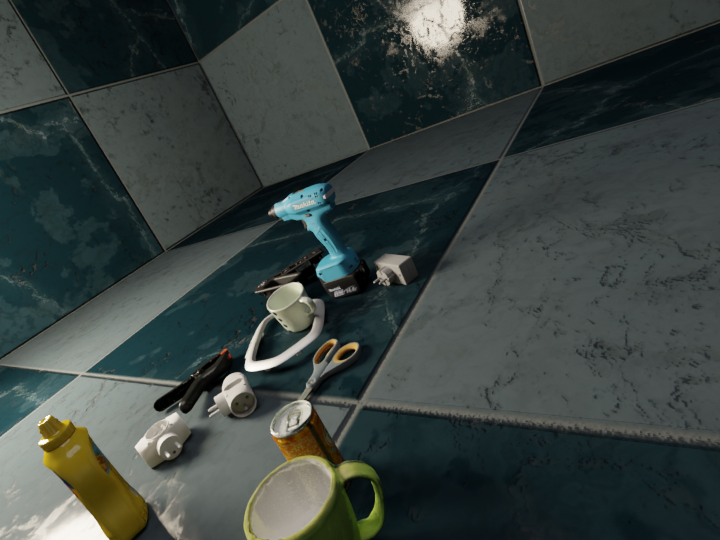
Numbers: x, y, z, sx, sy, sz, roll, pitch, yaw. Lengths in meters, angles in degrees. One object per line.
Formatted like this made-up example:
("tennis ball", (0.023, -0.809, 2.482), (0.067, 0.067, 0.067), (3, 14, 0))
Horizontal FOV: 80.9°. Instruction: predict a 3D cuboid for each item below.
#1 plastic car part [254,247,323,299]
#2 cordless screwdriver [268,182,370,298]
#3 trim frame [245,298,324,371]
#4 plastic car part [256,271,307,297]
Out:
("plastic car part", (-0.178, 0.015, 1.090), (0.202, 0.065, 0.069), (-28, 20, -5))
("cordless screwdriver", (-0.090, -0.059, 0.922), (0.165, 0.242, 0.074), (-14, 21, 30))
("trim frame", (-0.155, 0.126, 0.867), (0.186, 0.027, 0.254), (-24, 22, 6))
("plastic car part", (-0.176, 0.051, 1.003), (0.121, 0.069, 0.065), (-10, 25, 37))
